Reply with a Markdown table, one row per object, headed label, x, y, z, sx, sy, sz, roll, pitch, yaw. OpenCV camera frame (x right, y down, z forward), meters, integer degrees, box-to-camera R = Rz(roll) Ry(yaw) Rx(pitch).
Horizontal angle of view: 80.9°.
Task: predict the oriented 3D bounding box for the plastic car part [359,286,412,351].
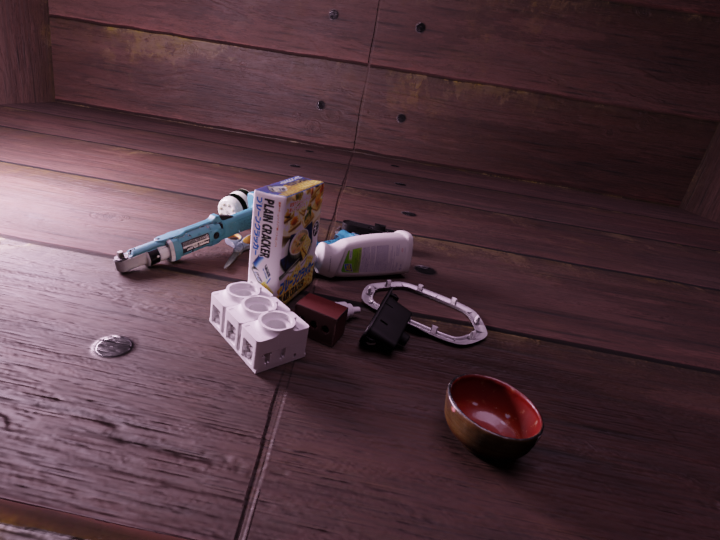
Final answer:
| label | x | y | z | sx | sy | sz | roll | pitch | yaw |
| --- | --- | --- | --- | --- | --- | --- | --- | --- | --- |
| plastic car part | 0.049 | 0.095 | 0.707 | 0.072 | 0.065 | 0.116 | 27 | 39 | 5 |

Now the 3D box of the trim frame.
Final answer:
| label | x | y | z | sx | sy | sz | roll | pitch | yaw |
| --- | --- | --- | --- | --- | --- | --- | --- | --- | --- |
| trim frame | 0.122 | 0.073 | 0.824 | 0.261 | 0.027 | 0.178 | 24 | 28 | 27 |

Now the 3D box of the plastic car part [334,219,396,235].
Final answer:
| label | x | y | z | sx | sy | sz | roll | pitch | yaw |
| --- | --- | --- | --- | --- | --- | --- | --- | --- | --- |
| plastic car part | 0.029 | -0.095 | 1.137 | 0.206 | 0.065 | 0.067 | 10 | 29 | 9 |

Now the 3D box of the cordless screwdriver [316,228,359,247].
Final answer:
| label | x | y | z | sx | sy | sz | roll | pitch | yaw |
| --- | --- | --- | --- | --- | --- | --- | --- | --- | --- |
| cordless screwdriver | -0.098 | -0.064 | 1.003 | 0.238 | 0.073 | 0.168 | -1 | 25 | -33 |

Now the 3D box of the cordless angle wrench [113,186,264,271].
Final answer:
| label | x | y | z | sx | sy | sz | roll | pitch | yaw |
| --- | --- | --- | --- | --- | --- | --- | --- | --- | --- |
| cordless angle wrench | -0.332 | -0.086 | 0.932 | 0.078 | 0.095 | 0.412 | 21 | 35 | 32 |
